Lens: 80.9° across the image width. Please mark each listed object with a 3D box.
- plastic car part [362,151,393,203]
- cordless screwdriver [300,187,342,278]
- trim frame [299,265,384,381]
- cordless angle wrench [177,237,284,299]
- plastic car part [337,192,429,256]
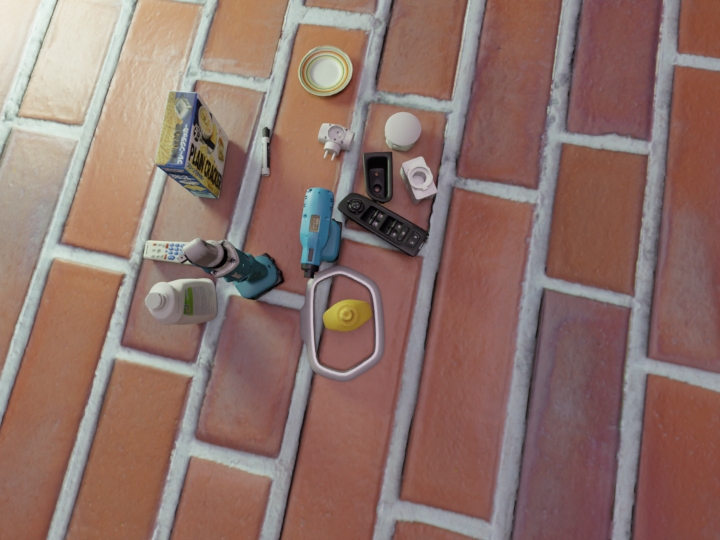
[{"bbox_3d":[0.039,-0.199,0.945,0.066,0.070,0.118,-2,81,1],"label":"plastic car part"},{"bbox_3d":[-0.082,-0.054,0.840,0.075,0.246,0.160,7,83,0],"label":"cordless screwdriver"},{"bbox_3d":[-0.042,0.112,0.919,0.185,0.027,0.251,-4,80,4],"label":"trim frame"},{"bbox_3d":[-0.220,-0.006,0.756,0.098,0.418,0.075,-32,85,-4],"label":"cordless angle wrench"},{"bbox_3d":[0.045,-0.103,0.930,0.207,0.066,0.066,33,84,8],"label":"plastic car part"}]
